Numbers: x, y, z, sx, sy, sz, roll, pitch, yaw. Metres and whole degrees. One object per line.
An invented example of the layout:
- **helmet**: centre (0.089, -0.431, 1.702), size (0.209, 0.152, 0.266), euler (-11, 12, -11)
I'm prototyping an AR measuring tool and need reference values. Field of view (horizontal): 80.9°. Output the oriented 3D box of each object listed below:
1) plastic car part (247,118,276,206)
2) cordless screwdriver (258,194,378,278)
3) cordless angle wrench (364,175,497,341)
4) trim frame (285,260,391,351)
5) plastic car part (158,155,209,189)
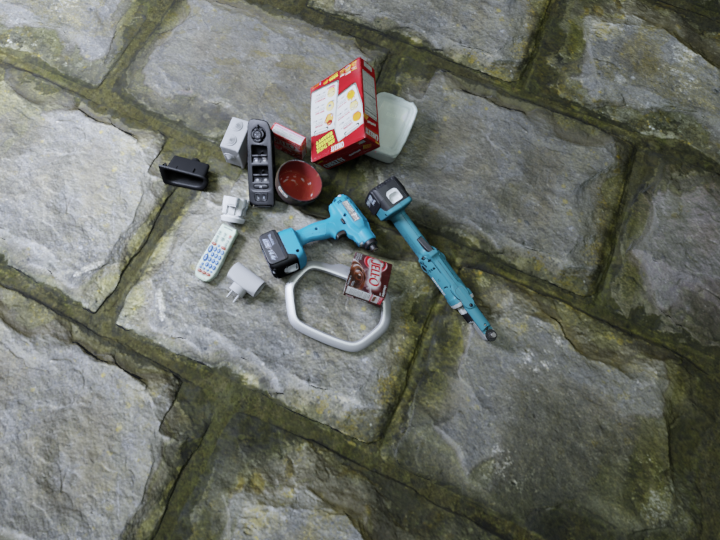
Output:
- **plastic car part**: centre (-0.227, -0.256, 1.003), size (0.069, 0.066, 0.199), euler (5, 107, 22)
- **cordless screwdriver**: centre (-0.093, -0.061, 0.956), size (0.246, 0.072, 0.166), euler (-28, 64, -12)
- **cordless angle wrench**: centre (0.165, -0.020, 0.958), size (0.074, 0.097, 0.430), euler (-33, 81, -12)
- **trim frame**: centre (-0.052, 0.075, 0.953), size (0.252, 0.027, 0.185), euler (20, 75, 7)
- **plastic car part**: centre (-0.418, -0.244, 1.028), size (0.116, 0.065, 0.072), euler (10, 60, -3)
